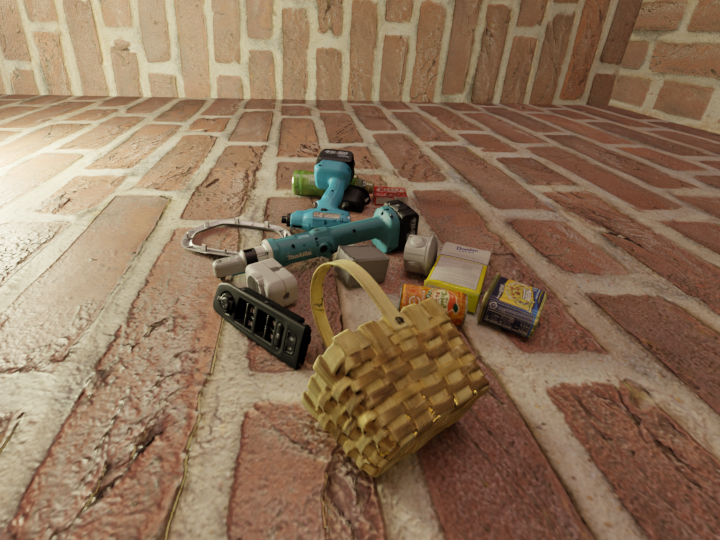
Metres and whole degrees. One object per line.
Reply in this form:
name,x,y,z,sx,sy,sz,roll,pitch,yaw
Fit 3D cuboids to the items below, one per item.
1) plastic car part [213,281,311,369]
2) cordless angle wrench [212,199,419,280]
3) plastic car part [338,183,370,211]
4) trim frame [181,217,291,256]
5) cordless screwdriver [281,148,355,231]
plastic car part,-0.148,0.069,0.650,0.213,0.065,0.065,21,24,30
cordless angle wrench,-0.082,-0.054,0.842,0.412,0.095,0.078,-15,37,-21
plastic car part,-0.038,-0.182,1.098,0.119,0.064,0.071,13,46,12
trim frame,-0.265,-0.071,0.920,0.253,0.027,0.185,9,32,9
cordless screwdriver,-0.095,-0.190,1.025,0.161,0.072,0.255,3,53,4
